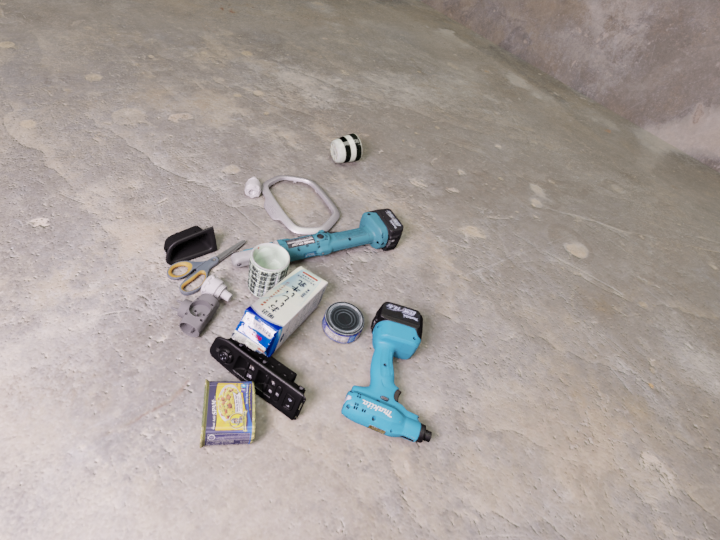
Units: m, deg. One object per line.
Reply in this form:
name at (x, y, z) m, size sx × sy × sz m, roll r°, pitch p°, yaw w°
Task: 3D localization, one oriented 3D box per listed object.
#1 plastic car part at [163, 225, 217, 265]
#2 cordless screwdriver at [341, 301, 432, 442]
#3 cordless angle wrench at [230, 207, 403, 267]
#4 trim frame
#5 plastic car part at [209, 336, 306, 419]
plastic car part at (-0.390, -0.065, 0.947) m, size 0.113 × 0.064 × 0.075 m, roll -24°, pitch 43°, yaw -29°
cordless screwdriver at (0.072, 0.189, 0.804) m, size 0.161 × 0.073 × 0.251 m, roll 19°, pitch 49°, yaw 3°
cordless angle wrench at (-0.099, -0.065, 1.009) m, size 0.411 × 0.073 × 0.103 m, roll -14°, pitch 52°, yaw -23°
trim frame at (-0.164, -0.180, 1.131) m, size 0.178 × 0.027 × 0.260 m, roll -19°, pitch 55°, yaw -30°
plastic car part at (-0.180, 0.175, 0.760) m, size 0.208 × 0.065 × 0.066 m, roll 28°, pitch 36°, yaw 13°
